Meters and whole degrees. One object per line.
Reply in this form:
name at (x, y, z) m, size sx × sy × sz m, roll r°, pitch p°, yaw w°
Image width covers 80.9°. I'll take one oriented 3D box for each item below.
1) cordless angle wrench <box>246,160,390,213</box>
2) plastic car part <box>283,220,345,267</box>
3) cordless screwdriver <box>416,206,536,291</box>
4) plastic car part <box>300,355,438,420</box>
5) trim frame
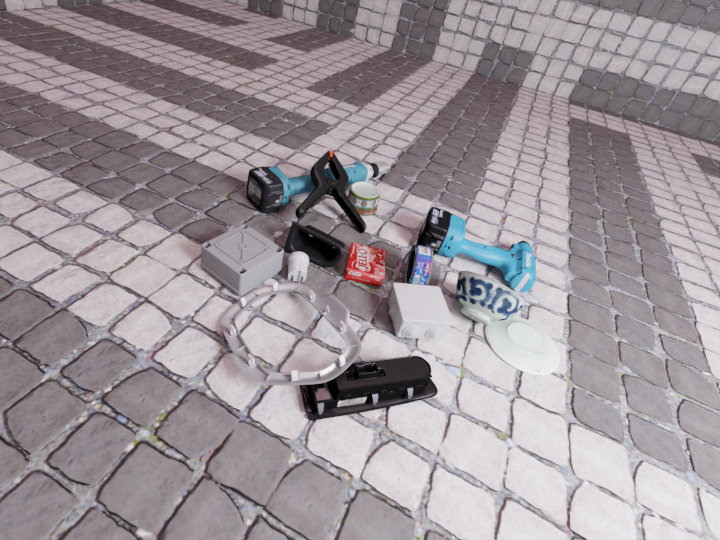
cordless angle wrench at (-0.077, -0.230, 1.049) m, size 0.408 × 0.073 × 0.103 m, roll -20°, pitch 49°, yaw -36°
plastic car part at (-0.082, -0.054, 0.843) m, size 0.119 × 0.065 × 0.070 m, roll 24°, pitch 25°, yaw 8°
cordless screwdriver at (0.256, -0.059, 0.920) m, size 0.254 × 0.073 × 0.159 m, roll 24°, pitch 39°, yaw 9°
plastic car part at (0.019, 0.156, 0.606) m, size 0.197 × 0.066 × 0.069 m, roll 0°, pitch 33°, yaw -19°
trim frame at (-0.109, 0.085, 0.646) m, size 0.179 × 0.027 × 0.263 m, roll -20°, pitch 34°, yaw -26°
